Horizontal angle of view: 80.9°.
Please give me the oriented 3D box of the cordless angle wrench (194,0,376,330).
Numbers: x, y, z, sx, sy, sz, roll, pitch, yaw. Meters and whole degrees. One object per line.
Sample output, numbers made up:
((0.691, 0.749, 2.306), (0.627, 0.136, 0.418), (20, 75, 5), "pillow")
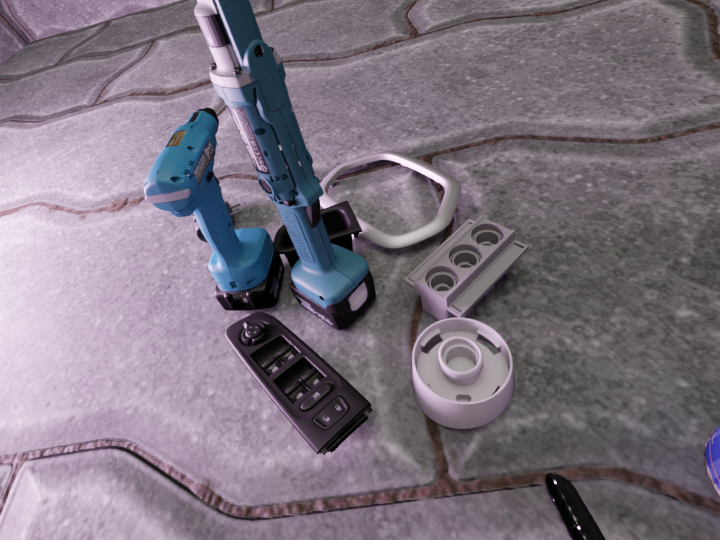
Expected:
((-0.071, -0.095, 0.409), (0.103, 0.404, 0.073), (29, 61, 35), "cordless angle wrench")

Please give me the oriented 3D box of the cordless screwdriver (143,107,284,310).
((-0.169, -0.070, 0.535), (0.076, 0.237, 0.163), (-6, 48, 10), "cordless screwdriver")

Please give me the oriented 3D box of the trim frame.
((0.035, -0.116, 0.652), (0.182, 0.026, 0.263), (-38, 49, -15), "trim frame")

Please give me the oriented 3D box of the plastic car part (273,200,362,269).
((-0.057, -0.037, 0.586), (0.116, 0.068, 0.069), (-21, 46, -1), "plastic car part")

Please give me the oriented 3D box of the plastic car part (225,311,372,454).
((-0.075, 0.114, 0.460), (0.065, 0.064, 0.215), (-40, 49, -19), "plastic car part")
